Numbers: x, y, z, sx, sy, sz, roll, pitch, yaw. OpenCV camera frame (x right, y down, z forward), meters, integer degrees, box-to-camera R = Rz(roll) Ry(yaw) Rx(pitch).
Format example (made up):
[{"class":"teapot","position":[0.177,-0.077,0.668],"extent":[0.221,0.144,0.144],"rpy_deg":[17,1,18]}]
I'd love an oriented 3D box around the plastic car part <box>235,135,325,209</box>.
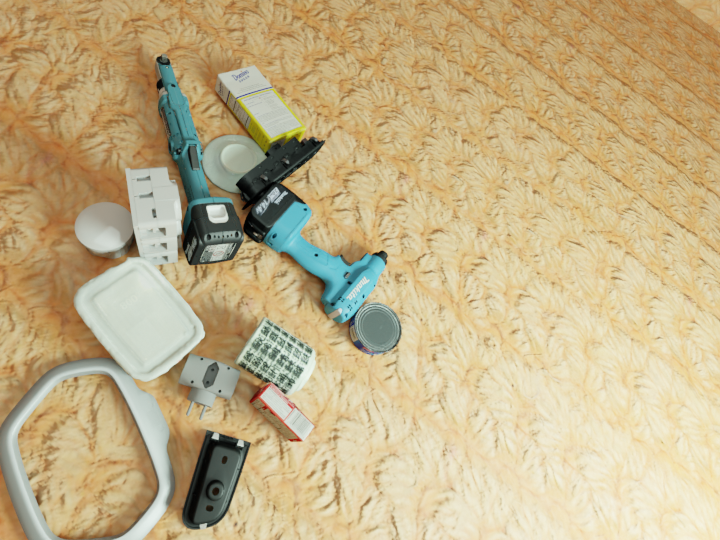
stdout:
[{"class":"plastic car part","position":[-0.151,-0.189,0.770],"extent":[0.065,0.068,0.202],"rpy_deg":[47,62,-16]}]

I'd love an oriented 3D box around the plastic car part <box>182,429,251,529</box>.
[{"class":"plastic car part","position":[-0.188,0.276,0.551],"extent":[0.065,0.071,0.118],"rpy_deg":[19,59,-11]}]

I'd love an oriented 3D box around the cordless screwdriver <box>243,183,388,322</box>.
[{"class":"cordless screwdriver","position":[-0.072,-0.047,0.737],"extent":[0.249,0.075,0.158],"rpy_deg":[43,60,-1]}]

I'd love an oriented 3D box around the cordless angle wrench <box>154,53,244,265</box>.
[{"class":"cordless angle wrench","position":[-0.303,-0.213,0.733],"extent":[0.071,0.099,0.437],"rpy_deg":[-8,64,-35]}]

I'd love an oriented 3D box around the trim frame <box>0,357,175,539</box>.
[{"class":"trim frame","position":[-0.346,0.235,0.545],"extent":[0.180,0.027,0.254],"rpy_deg":[-27,75,-26]}]
